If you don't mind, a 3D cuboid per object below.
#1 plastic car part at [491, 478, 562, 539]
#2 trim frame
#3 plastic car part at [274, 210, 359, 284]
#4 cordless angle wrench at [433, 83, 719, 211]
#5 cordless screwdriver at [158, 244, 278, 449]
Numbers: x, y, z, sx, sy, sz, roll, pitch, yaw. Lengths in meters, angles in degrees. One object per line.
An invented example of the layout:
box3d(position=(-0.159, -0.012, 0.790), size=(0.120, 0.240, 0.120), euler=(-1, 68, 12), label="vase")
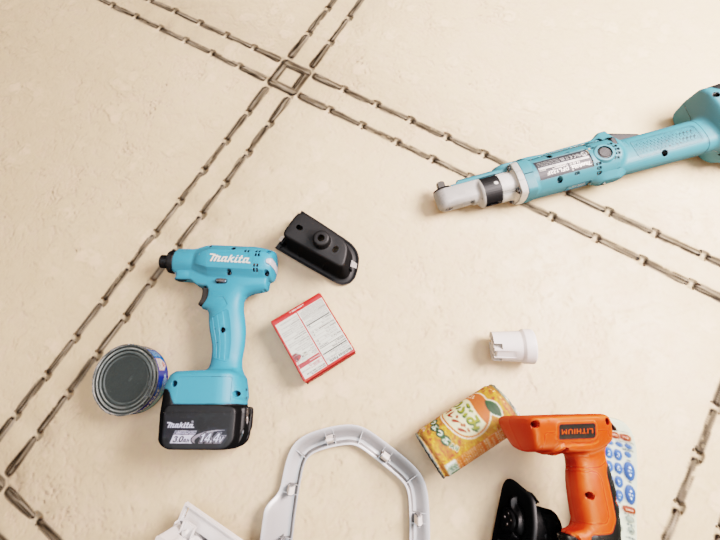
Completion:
box3d(position=(0.162, 0.323, 0.417), size=(0.067, 0.066, 0.205), euler=(12, 73, -3), label="plastic car part")
box3d(position=(-0.018, 0.302, 0.461), size=(0.187, 0.027, 0.252), euler=(4, 74, 8), label="trim frame")
box3d(position=(-0.054, -0.035, 0.552), size=(0.120, 0.069, 0.066), euler=(31, 79, 16), label="plastic car part")
box3d(position=(0.306, -0.143, 0.551), size=(0.425, 0.072, 0.100), euler=(-15, 72, 3), label="cordless angle wrench")
box3d(position=(-0.196, 0.085, 0.528), size=(0.161, 0.072, 0.253), euler=(2, 69, 6), label="cordless screwdriver")
